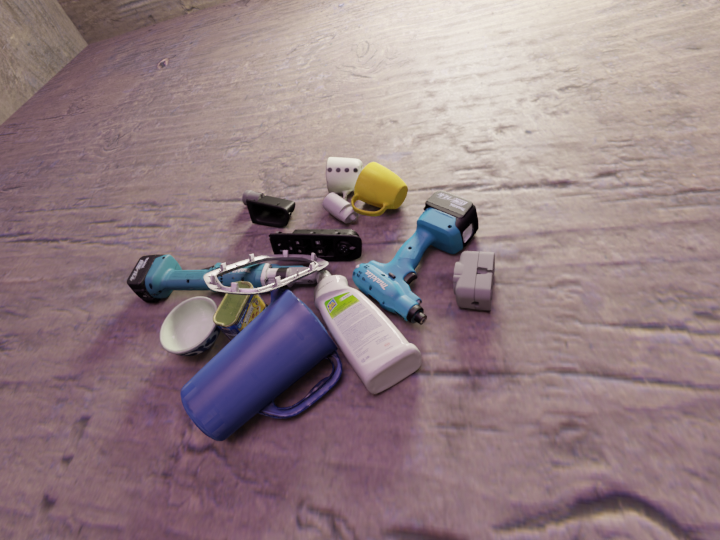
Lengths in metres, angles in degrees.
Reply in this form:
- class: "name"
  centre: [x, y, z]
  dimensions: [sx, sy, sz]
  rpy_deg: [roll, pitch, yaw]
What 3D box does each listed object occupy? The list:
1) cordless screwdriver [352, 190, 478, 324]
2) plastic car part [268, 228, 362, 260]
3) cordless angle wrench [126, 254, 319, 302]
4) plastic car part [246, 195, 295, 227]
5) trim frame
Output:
- class: "cordless screwdriver"
  centre: [0.120, -0.024, 0.763]
  dimensions: [0.247, 0.070, 0.168]
  rpy_deg: [-44, 50, -12]
- class: "plastic car part"
  centre: [-0.086, -0.056, 0.882]
  dimensions: [0.211, 0.064, 0.066]
  rpy_deg: [4, 27, 25]
- class: "cordless angle wrench"
  centre: [-0.291, 0.015, 0.894]
  dimensions: [0.435, 0.071, 0.100]
  rpy_deg: [-1, 51, 18]
- class: "plastic car part"
  centre: [-0.202, -0.147, 1.004]
  dimensions: [0.121, 0.063, 0.071]
  rpy_deg: [10, 41, 24]
- class: "trim frame"
  centre: [-0.169, -0.002, 0.772]
  dimensions: [0.193, 0.027, 0.240]
  rpy_deg: [11, 19, 32]
